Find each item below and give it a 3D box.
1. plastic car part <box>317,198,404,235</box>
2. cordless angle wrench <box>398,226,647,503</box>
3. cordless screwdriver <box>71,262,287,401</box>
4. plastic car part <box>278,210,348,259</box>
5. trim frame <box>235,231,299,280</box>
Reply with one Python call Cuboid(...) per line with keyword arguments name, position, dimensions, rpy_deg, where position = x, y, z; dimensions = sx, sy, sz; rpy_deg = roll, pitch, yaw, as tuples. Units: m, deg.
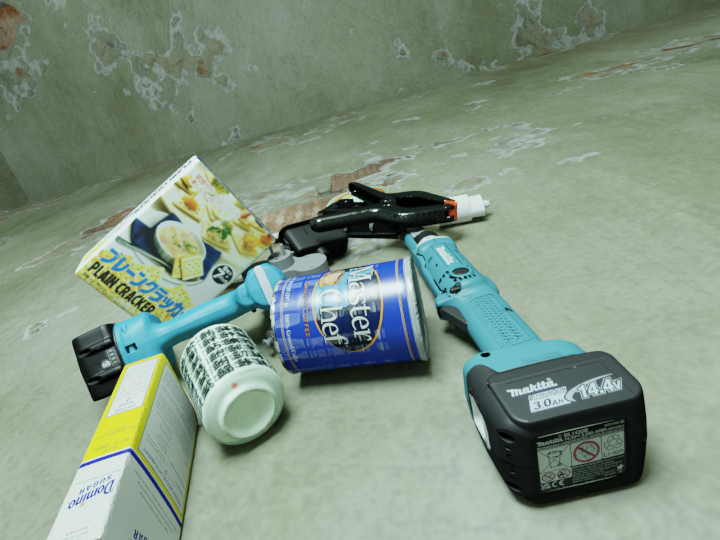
Cuboid(name="plastic car part", position=(-0.005, -0.097, 0.761), dimensions=(0.214, 0.065, 0.065), rpy_deg=(10, 29, 38))
Cuboid(name="cordless angle wrench", position=(0.110, 0.025, 0.454), dimensions=(0.098, 0.072, 0.435), rpy_deg=(-16, 25, 0))
Cuboid(name="cordless screwdriver", position=(-0.204, 0.067, 0.529), dimensions=(0.247, 0.075, 0.159), rpy_deg=(-25, -4, -8))
Cuboid(name="plastic car part", position=(-0.067, -0.044, 0.683), dimensions=(0.113, 0.064, 0.075), rpy_deg=(-18, 45, -28))
Cuboid(name="trim frame", position=(-0.201, -0.026, 0.773), dimensions=(0.252, 0.026, 0.188), rpy_deg=(-14, 28, 10))
